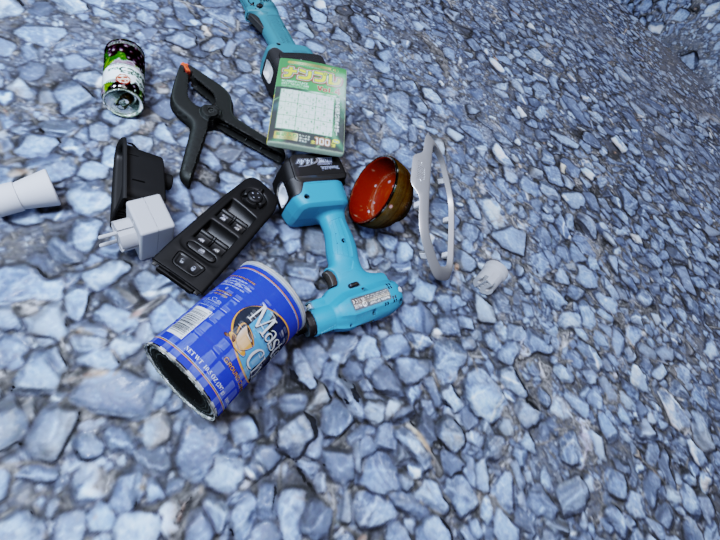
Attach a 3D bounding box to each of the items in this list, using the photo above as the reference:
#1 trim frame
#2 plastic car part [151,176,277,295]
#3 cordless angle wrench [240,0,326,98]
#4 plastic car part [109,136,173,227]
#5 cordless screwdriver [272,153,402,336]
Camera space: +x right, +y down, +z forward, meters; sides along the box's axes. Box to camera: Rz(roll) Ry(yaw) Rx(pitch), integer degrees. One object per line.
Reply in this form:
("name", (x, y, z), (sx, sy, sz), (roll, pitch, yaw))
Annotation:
("trim frame", (0.117, -0.098, 0.660), (0.174, 0.028, 0.253), (53, 39, -47))
("plastic car part", (-0.171, -0.044, 0.534), (0.066, 0.067, 0.203), (29, 50, 0))
("cordless angle wrench", (-0.188, -0.487, 0.789), (0.094, 0.074, 0.437), (-14, 66, -31))
("plastic car part", (-0.277, -0.114, 0.541), (0.067, 0.067, 0.120), (13, 53, -37))
("cordless screwdriver", (-0.057, -0.037, 0.581), (0.154, 0.075, 0.255), (-15, 73, -31))
